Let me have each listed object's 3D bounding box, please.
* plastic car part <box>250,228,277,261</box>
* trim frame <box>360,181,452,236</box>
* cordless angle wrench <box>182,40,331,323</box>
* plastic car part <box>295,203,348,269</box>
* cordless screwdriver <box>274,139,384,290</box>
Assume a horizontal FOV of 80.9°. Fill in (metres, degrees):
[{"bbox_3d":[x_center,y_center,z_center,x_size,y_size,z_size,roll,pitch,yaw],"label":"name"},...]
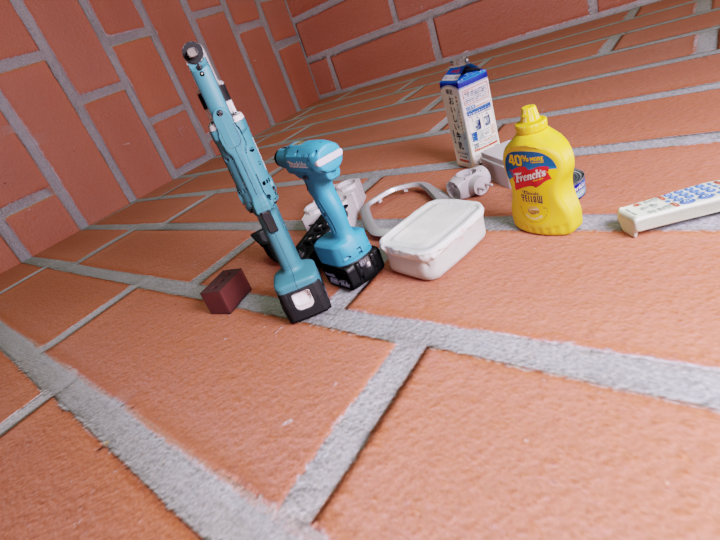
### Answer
[{"bbox_3d":[-0.180,-0.050,0.889,0.065,0.068,0.122,-28,28,-13],"label":"plastic car part"},{"bbox_3d":[0.093,-0.129,0.875,0.185,0.026,0.257,-21,28,3],"label":"trim frame"},{"bbox_3d":[-0.151,-0.115,0.619,0.074,0.408,0.101,-22,25,-2],"label":"cordless angle wrench"},{"bbox_3d":[-0.081,-0.053,0.827,0.069,0.064,0.202,-4,33,31],"label":"plastic car part"},{"bbox_3d":[-0.061,-0.095,0.699,0.073,0.240,0.168,-34,28,-26],"label":"cordless screwdriver"}]
